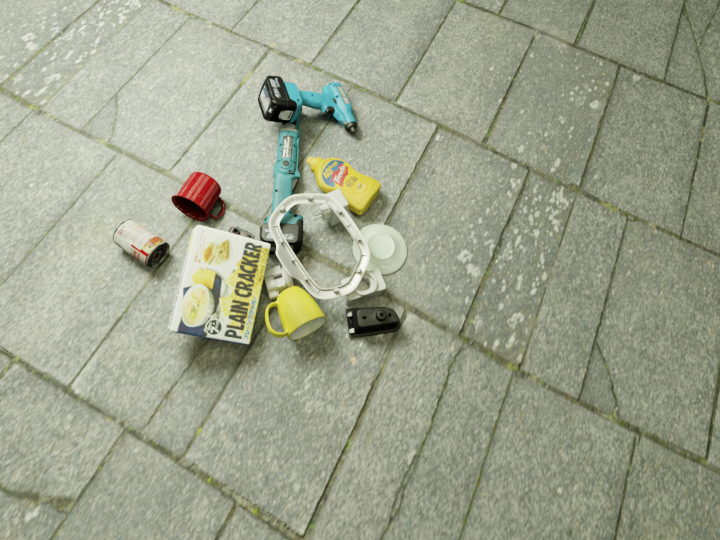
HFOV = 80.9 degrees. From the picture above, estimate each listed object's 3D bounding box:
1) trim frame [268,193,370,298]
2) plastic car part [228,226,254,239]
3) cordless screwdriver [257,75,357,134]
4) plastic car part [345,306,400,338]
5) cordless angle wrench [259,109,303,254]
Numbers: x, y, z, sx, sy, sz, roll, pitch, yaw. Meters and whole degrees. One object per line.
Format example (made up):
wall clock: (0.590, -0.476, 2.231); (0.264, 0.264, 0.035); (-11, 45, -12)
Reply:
trim frame: (-0.089, -0.058, 0.909); (0.182, 0.027, 0.251); (-32, 83, -11)
plastic car part: (-0.316, -0.016, 0.935); (0.068, 0.065, 0.203); (25, 73, 12)
cordless screwdriver: (-0.125, -0.411, 1.071); (0.239, 0.075, 0.164); (-12, 68, -33)
plastic car part: (0.032, 0.103, 0.904); (0.116, 0.070, 0.067); (-6, 71, -4)
cordless angle wrench: (-0.181, -0.245, 1.036); (0.097, 0.073, 0.433); (3, 65, -6)
